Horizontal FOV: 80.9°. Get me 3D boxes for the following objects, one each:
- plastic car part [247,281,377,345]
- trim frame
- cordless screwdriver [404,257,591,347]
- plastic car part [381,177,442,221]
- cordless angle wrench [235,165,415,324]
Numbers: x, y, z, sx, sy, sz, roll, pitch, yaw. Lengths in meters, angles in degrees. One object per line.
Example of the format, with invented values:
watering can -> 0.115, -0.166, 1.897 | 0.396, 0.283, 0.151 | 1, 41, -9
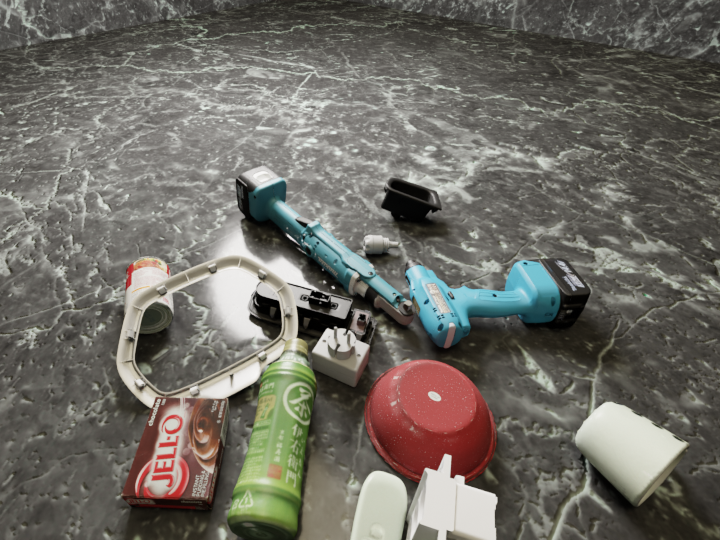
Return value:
plastic car part -> -0.079, 0.058, 0.635 | 0.209, 0.064, 0.067 | 11, 49, 15
trim frame -> -0.205, 0.079, 0.575 | 0.244, 0.027, 0.189 | -25, 75, -18
cordless screwdriver -> 0.199, 0.029, 0.656 | 0.246, 0.072, 0.166 | -8, 41, -9
plastic car part -> 0.091, -0.134, 0.843 | 0.115, 0.070, 0.068 | 15, 39, -10
cordless angle wrench -> -0.072, -0.047, 0.739 | 0.072, 0.095, 0.445 | -29, 53, -32
